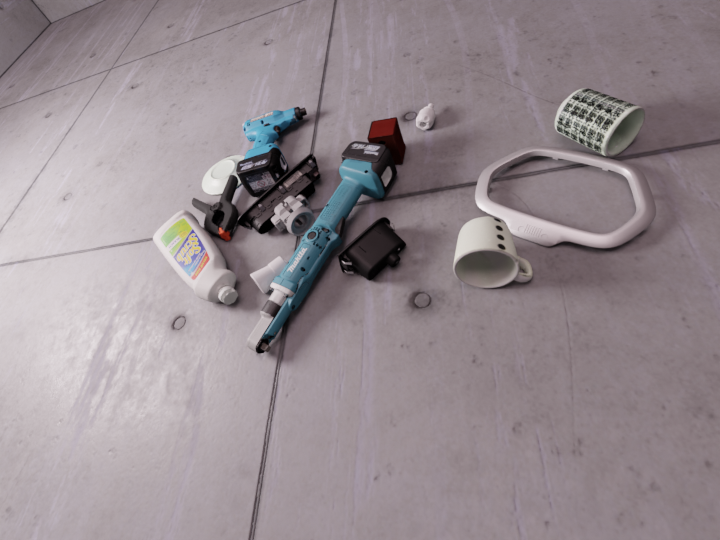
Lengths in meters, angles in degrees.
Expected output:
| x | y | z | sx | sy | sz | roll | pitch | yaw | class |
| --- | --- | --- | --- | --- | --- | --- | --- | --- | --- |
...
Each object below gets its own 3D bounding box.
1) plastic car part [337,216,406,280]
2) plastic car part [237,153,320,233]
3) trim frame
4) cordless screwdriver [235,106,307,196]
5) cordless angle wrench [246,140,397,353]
| x | y | z | sx | sy | sz | roll | pitch | yaw | class |
| --- | --- | --- | --- | --- | --- | --- | --- | --- | --- |
| 0.028 | -0.030 | 0.692 | 0.116 | 0.063 | 0.074 | -40 | 66 | -12 | plastic car part |
| -0.153 | -0.142 | 0.850 | 0.202 | 0.065 | 0.069 | -39 | 77 | -8 | plastic car part |
| 0.304 | -0.118 | 0.652 | 0.262 | 0.026 | 0.183 | 27 | 69 | 34 | trim frame |
| -0.196 | -0.285 | 0.960 | 0.162 | 0.070 | 0.258 | -16 | 48 | 11 | cordless screwdriver |
| -0.072 | -0.047 | 0.739 | 0.103 | 0.070 | 0.423 | 18 | 67 | 32 | cordless angle wrench |
